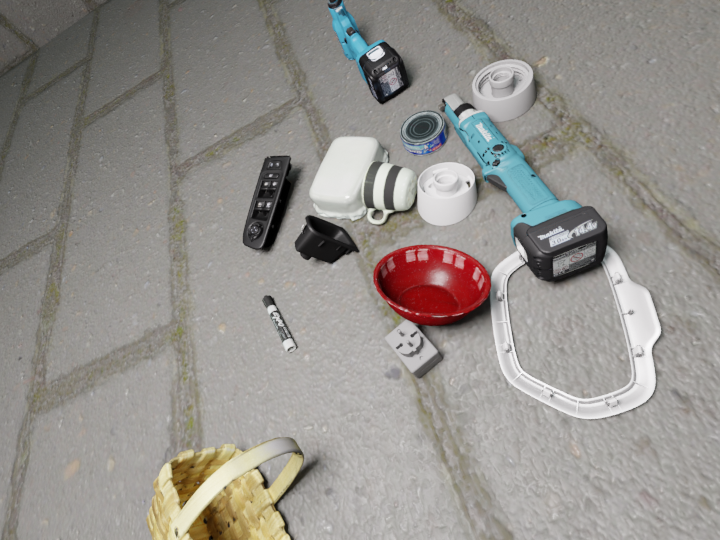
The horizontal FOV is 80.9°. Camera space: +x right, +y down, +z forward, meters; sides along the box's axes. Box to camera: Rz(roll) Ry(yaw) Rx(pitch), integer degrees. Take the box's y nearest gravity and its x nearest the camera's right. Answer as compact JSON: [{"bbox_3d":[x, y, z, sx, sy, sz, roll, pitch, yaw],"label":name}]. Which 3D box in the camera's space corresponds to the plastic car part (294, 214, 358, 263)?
[{"bbox_3d":[-0.072,-0.047,0.737,0.071,0.110,0.069,-50,51,22],"label":"plastic car part"}]

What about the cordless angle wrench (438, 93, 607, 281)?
[{"bbox_3d":[0.222,-0.174,0.673,0.099,0.070,0.441,-25,48,10],"label":"cordless angle wrench"}]

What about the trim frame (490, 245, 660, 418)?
[{"bbox_3d":[0.270,0.060,0.552,0.190,0.026,0.254,-8,58,21],"label":"trim frame"}]

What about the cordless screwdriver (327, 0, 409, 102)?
[{"bbox_3d":[0.004,-0.485,0.910,0.075,0.151,0.261,-32,56,5],"label":"cordless screwdriver"}]

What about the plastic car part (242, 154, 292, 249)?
[{"bbox_3d":[-0.185,-0.132,0.855,0.069,0.064,0.205,7,70,20],"label":"plastic car part"}]
